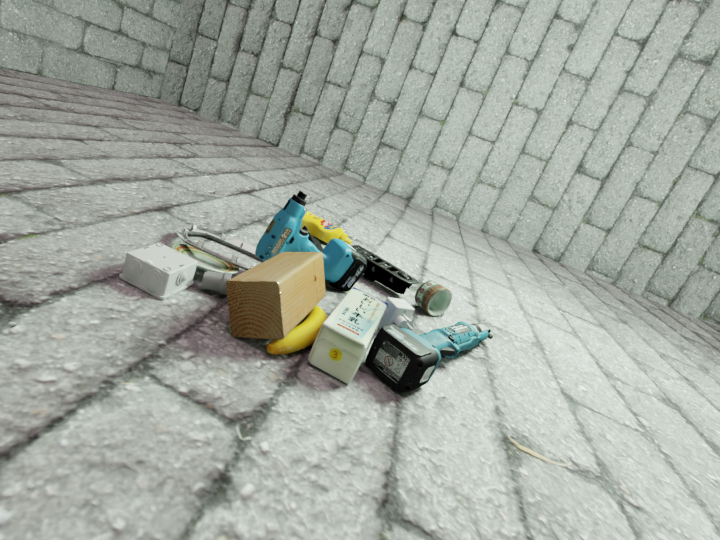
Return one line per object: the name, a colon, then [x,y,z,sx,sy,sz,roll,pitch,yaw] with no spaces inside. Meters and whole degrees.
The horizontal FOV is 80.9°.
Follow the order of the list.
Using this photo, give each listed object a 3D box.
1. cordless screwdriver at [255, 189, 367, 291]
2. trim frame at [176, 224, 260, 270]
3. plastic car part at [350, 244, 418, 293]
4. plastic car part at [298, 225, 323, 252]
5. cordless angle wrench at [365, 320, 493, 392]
cordless screwdriver: [-0.089,-0.058,0.908,0.235,0.159,0.078,26,12,-38]
trim frame: [-0.276,-0.046,0.902,0.252,0.027,0.183,21,8,5]
plastic car part: [0.048,0.001,1.081,0.213,0.067,0.063,27,11,28]
plastic car part: [-0.123,-0.053,1.082,0.067,0.066,0.123,27,15,-35]
cordless angle wrench: [0.166,0.140,0.824,0.103,0.074,0.403,33,19,32]
